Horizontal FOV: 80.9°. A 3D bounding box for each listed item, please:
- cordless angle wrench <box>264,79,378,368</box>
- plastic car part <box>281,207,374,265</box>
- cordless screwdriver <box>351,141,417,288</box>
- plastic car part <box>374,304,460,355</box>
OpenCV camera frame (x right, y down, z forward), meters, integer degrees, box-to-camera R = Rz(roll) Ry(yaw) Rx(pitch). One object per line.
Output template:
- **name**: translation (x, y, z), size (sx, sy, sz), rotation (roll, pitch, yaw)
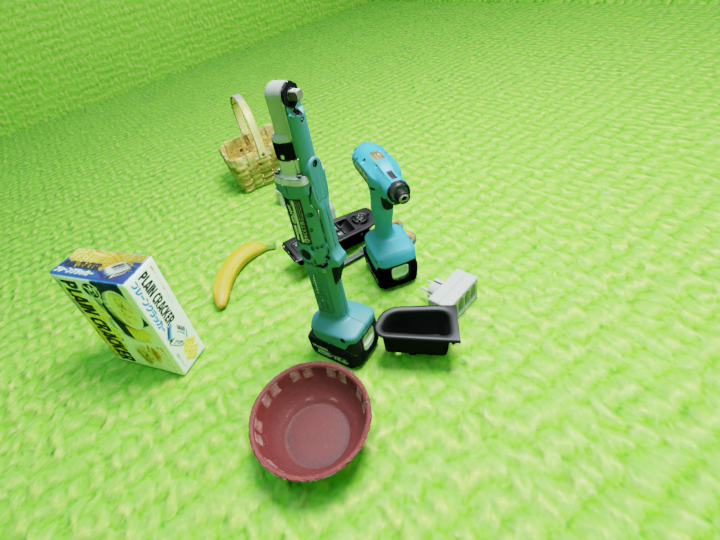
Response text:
- **cordless angle wrench**: translation (-0.054, -0.035, 0.550), size (0.103, 0.406, 0.074), rotation (17, 47, 31)
- **plastic car part**: translation (-0.051, -0.061, 0.844), size (0.200, 0.064, 0.070), rotation (-31, 43, -18)
- **cordless screwdriver**: translation (0.048, -0.072, 0.691), size (0.074, 0.238, 0.167), rotation (-18, 40, -8)
- **plastic car part**: translation (0.083, 0.096, 0.620), size (0.119, 0.068, 0.067), rotation (-3, 41, 13)
